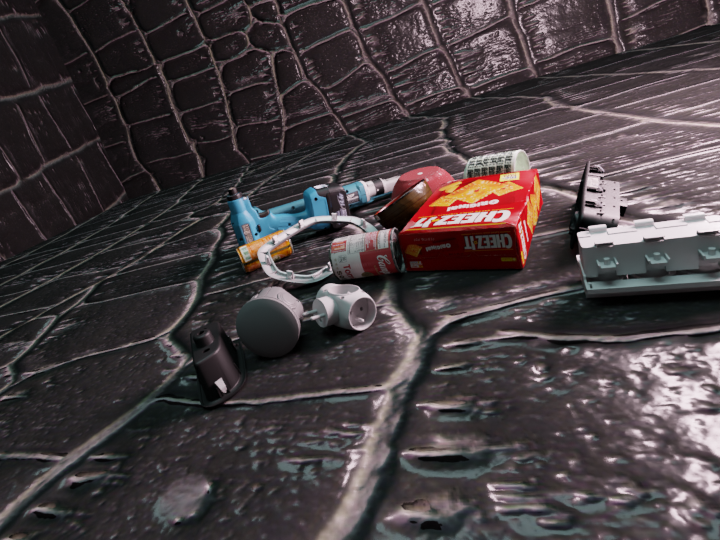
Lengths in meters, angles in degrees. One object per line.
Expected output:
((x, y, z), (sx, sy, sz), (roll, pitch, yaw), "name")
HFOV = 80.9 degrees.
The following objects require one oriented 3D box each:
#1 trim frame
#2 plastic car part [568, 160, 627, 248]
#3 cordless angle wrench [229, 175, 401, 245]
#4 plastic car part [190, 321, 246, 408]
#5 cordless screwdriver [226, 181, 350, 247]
((-0.077, -0.050, 0.783), (0.194, 0.027, 0.243), (21, 40, 32), "trim frame")
((0.321, -0.084, 0.577), (0.070, 0.065, 0.199), (23, 39, 22), "plastic car part")
((-0.091, -0.153, 0.993), (0.418, 0.095, 0.077), (-19, 24, -10), "cordless angle wrench")
((-0.181, 0.102, 0.516), (0.065, 0.069, 0.121), (-24, 20, -13), "plastic car part")
((-0.154, -0.131, 0.903), (0.246, 0.155, 0.077), (-20, 21, -9), "cordless screwdriver")
